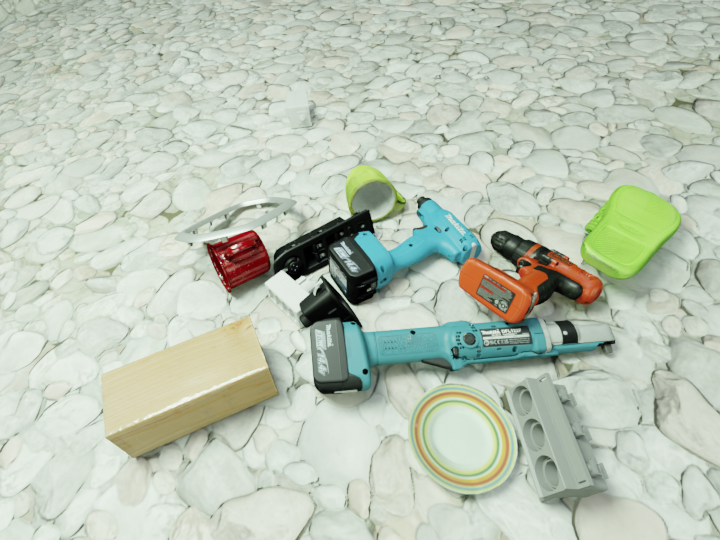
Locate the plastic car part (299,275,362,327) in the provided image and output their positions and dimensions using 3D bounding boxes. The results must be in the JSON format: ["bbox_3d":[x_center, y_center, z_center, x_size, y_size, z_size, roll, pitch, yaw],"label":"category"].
[{"bbox_3d":[-0.056,0.060,0.636,0.071,0.110,0.069,-39,55,3],"label":"plastic car part"}]

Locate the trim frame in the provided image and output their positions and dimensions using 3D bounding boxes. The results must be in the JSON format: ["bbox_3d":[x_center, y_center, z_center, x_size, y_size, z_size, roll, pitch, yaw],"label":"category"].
[{"bbox_3d":[-0.221,-0.094,0.770,0.191,0.027,0.246,-1,26,24],"label":"trim frame"}]

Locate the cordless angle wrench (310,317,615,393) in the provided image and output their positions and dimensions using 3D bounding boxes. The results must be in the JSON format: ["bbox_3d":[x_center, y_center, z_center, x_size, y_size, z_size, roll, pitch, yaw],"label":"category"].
[{"bbox_3d":[0.143,0.104,0.590,0.422,0.072,0.100,-5,67,-2],"label":"cordless angle wrench"}]

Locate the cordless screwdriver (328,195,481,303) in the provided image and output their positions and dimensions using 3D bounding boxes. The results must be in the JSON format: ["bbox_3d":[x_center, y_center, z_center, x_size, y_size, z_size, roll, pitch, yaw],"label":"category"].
[{"bbox_3d":[0.061,-0.049,0.731,0.244,0.072,0.167,-20,50,-15],"label":"cordless screwdriver"}]

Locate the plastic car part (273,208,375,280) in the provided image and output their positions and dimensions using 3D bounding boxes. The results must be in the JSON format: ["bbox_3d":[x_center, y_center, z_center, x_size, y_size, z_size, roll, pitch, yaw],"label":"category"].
[{"bbox_3d":[-0.074,-0.048,0.753,0.200,0.063,0.071,-32,45,-19],"label":"plastic car part"}]
